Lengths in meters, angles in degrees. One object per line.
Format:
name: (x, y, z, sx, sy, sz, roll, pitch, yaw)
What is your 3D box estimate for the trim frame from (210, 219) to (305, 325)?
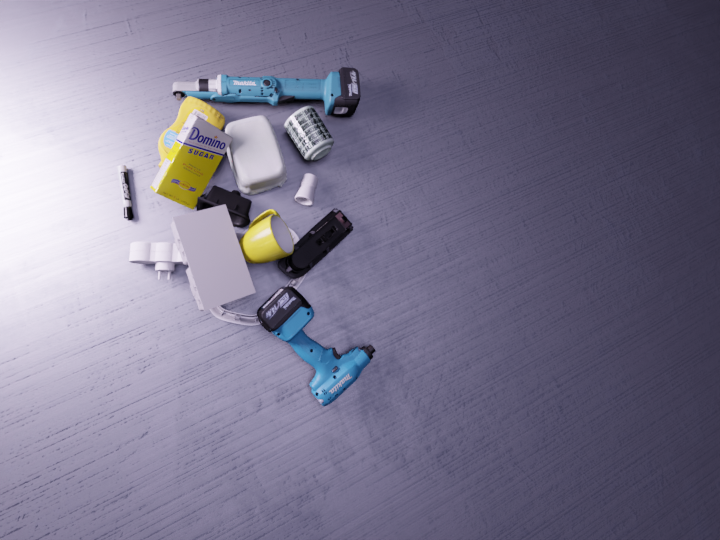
trim frame: (-0.227, 0.002, 0.910, 0.185, 0.027, 0.247, 42, 77, 1)

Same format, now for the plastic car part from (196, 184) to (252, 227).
plastic car part: (-0.288, -0.145, 0.917, 0.114, 0.066, 0.072, 18, 63, -11)

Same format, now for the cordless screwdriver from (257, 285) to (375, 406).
cordless screwdriver: (-0.089, 0.136, 0.874, 0.158, 0.076, 0.246, -39, 97, -16)

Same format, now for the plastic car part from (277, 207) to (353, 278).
plastic car part: (-0.090, -0.059, 0.916, 0.201, 0.069, 0.065, -44, 103, -21)

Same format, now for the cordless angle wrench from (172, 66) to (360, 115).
cordless angle wrench: (-0.215, -0.417, 0.979, 0.417, 0.074, 0.099, -2, 80, -8)
